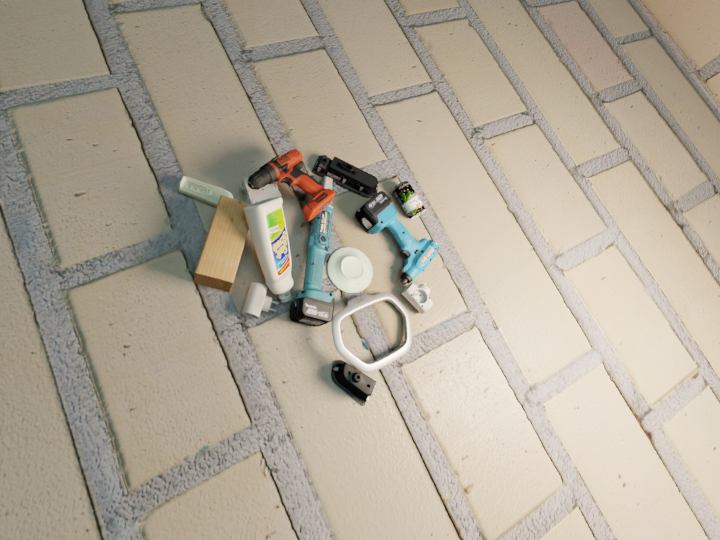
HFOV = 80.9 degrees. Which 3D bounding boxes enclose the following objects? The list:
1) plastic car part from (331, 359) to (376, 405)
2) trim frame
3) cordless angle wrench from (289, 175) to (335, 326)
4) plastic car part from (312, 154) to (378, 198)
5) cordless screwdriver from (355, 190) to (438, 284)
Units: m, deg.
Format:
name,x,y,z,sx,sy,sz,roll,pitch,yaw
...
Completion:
name,x,y,z,sx,sy,sz,roll,pitch,yaw
plastic car part,-0.011,0.261,1.009,0.115,0.072,0.066,36,63,-6
trim frame,0.033,0.148,1.069,0.241,0.028,0.187,-21,78,-32
cordless angle wrench,-0.108,-0.071,1.109,0.094,0.076,0.432,17,61,-26
plastic car part,-0.031,-0.278,1.220,0.200,0.067,0.067,27,58,-9
cordless screwdriver,0.090,-0.089,1.175,0.248,0.075,0.158,44,64,-2
